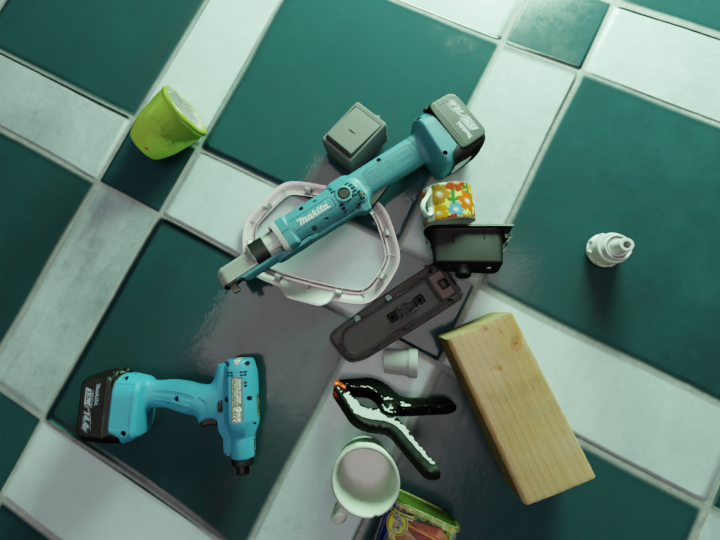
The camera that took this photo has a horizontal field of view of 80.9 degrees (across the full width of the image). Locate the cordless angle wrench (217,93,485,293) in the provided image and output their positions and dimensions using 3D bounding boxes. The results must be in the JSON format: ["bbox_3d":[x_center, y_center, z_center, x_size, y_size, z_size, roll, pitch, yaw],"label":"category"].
[{"bbox_3d":[-0.022,-0.101,0.608,0.421,0.073,0.100,-33,79,-5],"label":"cordless angle wrench"}]

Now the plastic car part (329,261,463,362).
[{"bbox_3d":[0.050,0.066,0.603,0.203,0.066,0.067,-33,89,3],"label":"plastic car part"}]

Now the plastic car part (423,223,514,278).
[{"bbox_3d":[0.149,-0.023,0.592,0.118,0.063,0.073,-1,63,7],"label":"plastic car part"}]

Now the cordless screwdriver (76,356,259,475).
[{"bbox_3d":[-0.270,0.213,0.611,0.250,0.073,0.161,-4,81,2],"label":"cordless screwdriver"}]

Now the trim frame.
[{"bbox_3d":[-0.063,-0.041,0.649,0.252,0.027,0.185,14,84,7],"label":"trim frame"}]
